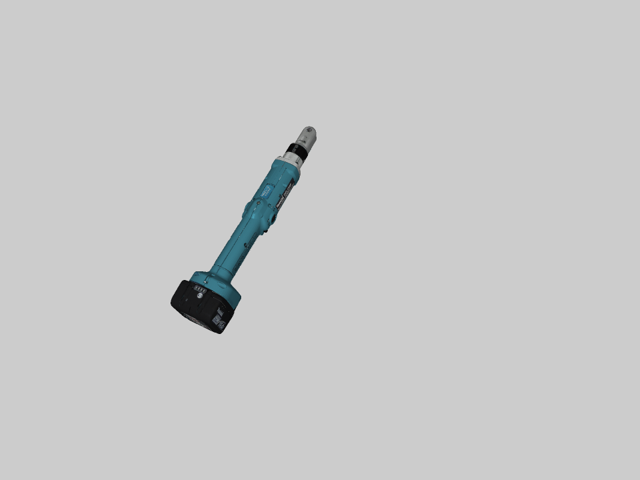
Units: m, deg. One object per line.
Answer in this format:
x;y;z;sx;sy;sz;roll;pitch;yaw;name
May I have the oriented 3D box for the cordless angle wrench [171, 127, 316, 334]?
-0.106;-0.045;0.749;0.074;0.421;0.098;22;-23;13;cordless angle wrench
